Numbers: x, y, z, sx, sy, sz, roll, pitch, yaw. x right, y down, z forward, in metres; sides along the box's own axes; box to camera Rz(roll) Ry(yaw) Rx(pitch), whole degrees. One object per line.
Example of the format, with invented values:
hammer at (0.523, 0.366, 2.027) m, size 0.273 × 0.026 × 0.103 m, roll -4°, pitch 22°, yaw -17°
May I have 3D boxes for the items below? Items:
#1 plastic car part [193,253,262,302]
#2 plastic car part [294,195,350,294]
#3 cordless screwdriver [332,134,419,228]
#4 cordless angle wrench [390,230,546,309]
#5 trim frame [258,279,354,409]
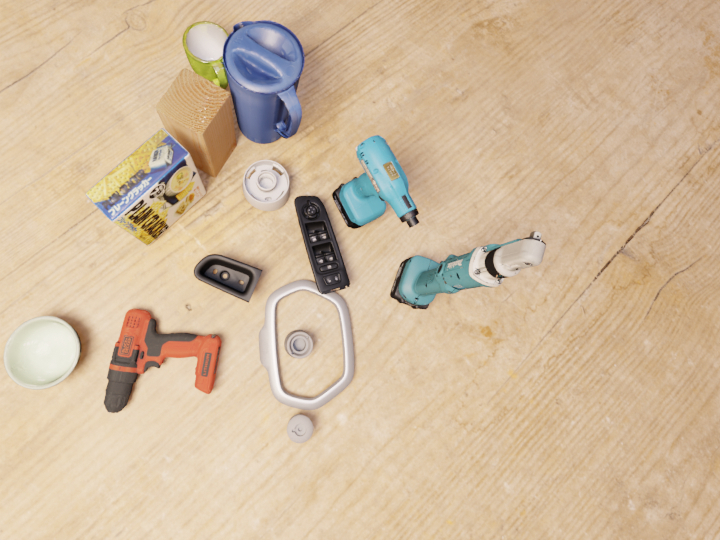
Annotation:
plastic car part at (-0.254, 0.011, 0.809) m, size 0.116 × 0.071 × 0.066 m, roll 22°, pitch 78°, yaw -5°
plastic car part at (-0.083, -0.054, 0.847) m, size 0.065 × 0.067 × 0.205 m, roll -15°, pitch 82°, yaw -12°
cordless screwdriver at (0.027, -0.130, 0.782) m, size 0.073 × 0.250 × 0.160 m, roll -27°, pitch 88°, yaw -15°
cordless angle wrench at (0.153, 0.005, 0.685) m, size 0.073 × 0.426 × 0.098 m, roll 23°, pitch 79°, yaw -9°
trim frame at (-0.106, 0.142, 0.827) m, size 0.182 × 0.027 × 0.251 m, roll -5°, pitch 80°, yaw -9°
